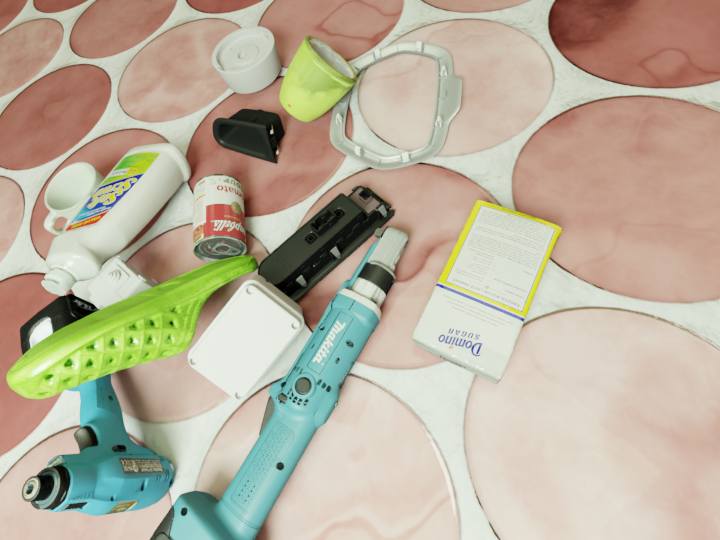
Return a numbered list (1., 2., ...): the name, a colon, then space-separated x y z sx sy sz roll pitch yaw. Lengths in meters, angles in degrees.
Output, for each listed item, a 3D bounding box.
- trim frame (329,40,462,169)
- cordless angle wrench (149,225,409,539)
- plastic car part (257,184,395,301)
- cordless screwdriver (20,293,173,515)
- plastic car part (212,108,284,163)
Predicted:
1. trim frame: 0.050 -0.250 0.617 0.189 0.026 0.252 4 64 16
2. cordless angle wrench: -0.055 0.125 0.439 0.102 0.071 0.423 24 71 22
3. plastic car part: -0.051 -0.033 0.521 0.202 0.065 0.069 -43 70 -5
4. cordless screwdriver: -0.302 0.135 0.450 0.074 0.152 0.261 -40 61 -5
5. plastic car part: -0.164 -0.218 0.646 0.122 0.063 0.070 23 57 26
